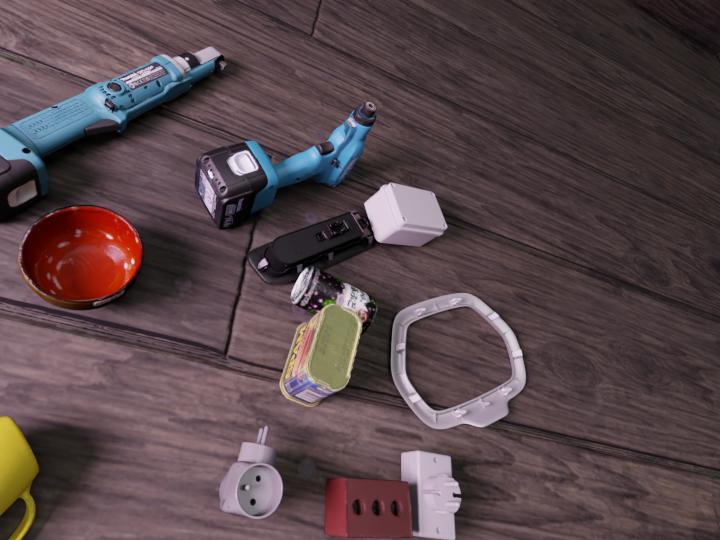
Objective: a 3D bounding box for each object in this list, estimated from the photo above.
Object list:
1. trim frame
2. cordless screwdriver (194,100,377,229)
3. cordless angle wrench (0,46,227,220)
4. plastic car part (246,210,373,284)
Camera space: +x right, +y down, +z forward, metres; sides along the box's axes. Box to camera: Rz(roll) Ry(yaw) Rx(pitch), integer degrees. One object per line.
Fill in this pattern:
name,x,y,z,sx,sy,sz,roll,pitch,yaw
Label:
trim frame,0.146,0.124,0.610,0.239,0.028,0.189,-10,68,-32
cordless screwdriver,-0.092,-0.150,0.573,0.242,0.160,0.076,-26,80,-33
cordless angle wrench,-0.326,-0.220,0.559,0.097,0.075,0.421,38,50,-4
plastic car part,-0.057,-0.038,0.588,0.197,0.068,0.067,-25,85,-32
